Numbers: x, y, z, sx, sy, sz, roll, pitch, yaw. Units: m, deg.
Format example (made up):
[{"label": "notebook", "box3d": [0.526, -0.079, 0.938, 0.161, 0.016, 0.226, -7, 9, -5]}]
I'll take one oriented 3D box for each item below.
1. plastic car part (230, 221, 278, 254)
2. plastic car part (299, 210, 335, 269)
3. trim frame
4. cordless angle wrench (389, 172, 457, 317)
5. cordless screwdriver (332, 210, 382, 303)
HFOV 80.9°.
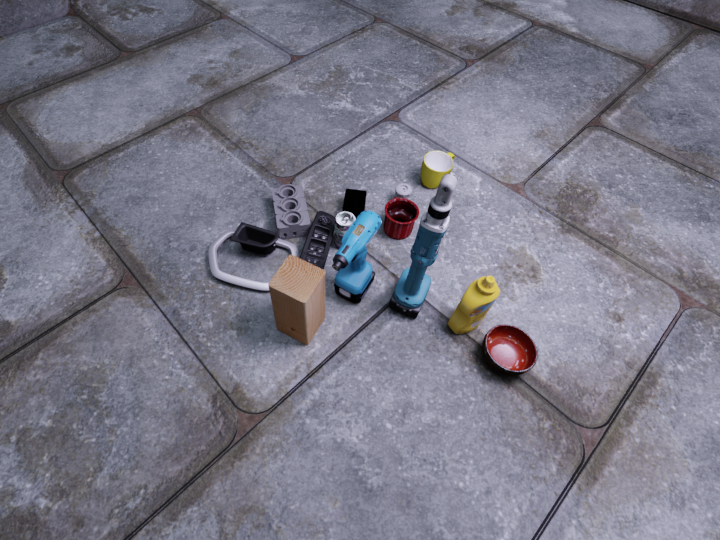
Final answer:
[{"label": "plastic car part", "box3d": [-0.273, -0.073, 1.119, 0.119, 0.069, 0.066, 17, 56, 10]}, {"label": "plastic car part", "box3d": [-0.110, -0.072, 1.121, 0.067, 0.065, 0.206, 10, 55, 4]}, {"label": "trim frame", "box3d": [-0.283, -0.034, 1.117, 0.252, 0.027, 0.187, 11, 55, 8]}, {"label": "cordless angle wrench", "box3d": [0.134, -0.039, 0.886, 0.076, 0.411, 0.098, 24, 57, 11]}, {"label": "cordless screwdriver", "box3d": [-0.019, -0.007, 0.967, 0.077, 0.242, 0.159, 27, 58, 13]}]
